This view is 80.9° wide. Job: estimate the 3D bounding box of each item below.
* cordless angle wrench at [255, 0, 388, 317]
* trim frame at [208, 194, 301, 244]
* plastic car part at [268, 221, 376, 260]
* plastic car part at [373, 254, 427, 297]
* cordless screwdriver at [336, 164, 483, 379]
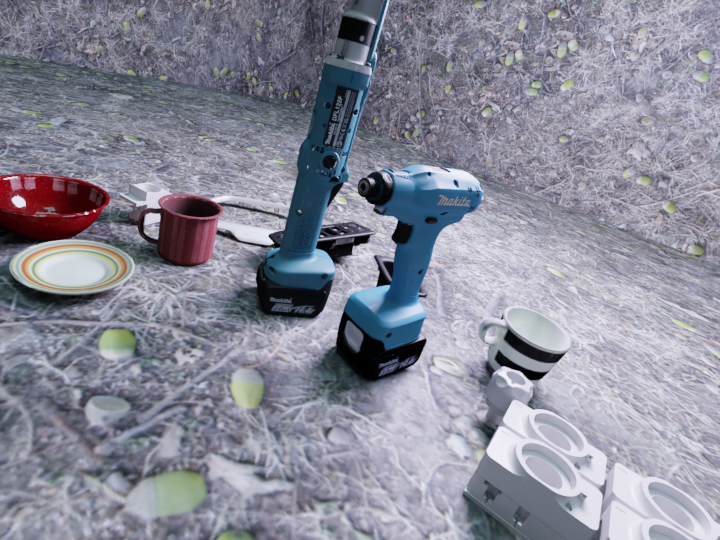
[{"bbox_3d":[-0.043,-0.138,0.517,0.095,0.418,0.078,9,25,-21],"label":"cordless angle wrench"},{"bbox_3d":[-0.199,-0.099,0.814,0.243,0.027,0.191,10,25,-13],"label":"trim frame"},{"bbox_3d":[-0.072,-0.047,0.732,0.194,0.066,0.070,-7,33,-40],"label":"plastic car part"},{"bbox_3d":[0.052,0.033,0.631,0.065,0.070,0.120,12,24,-11],"label":"plastic car part"},{"bbox_3d":[0.033,0.004,0.470,0.152,0.246,0.079,-3,31,-39],"label":"cordless screwdriver"}]
